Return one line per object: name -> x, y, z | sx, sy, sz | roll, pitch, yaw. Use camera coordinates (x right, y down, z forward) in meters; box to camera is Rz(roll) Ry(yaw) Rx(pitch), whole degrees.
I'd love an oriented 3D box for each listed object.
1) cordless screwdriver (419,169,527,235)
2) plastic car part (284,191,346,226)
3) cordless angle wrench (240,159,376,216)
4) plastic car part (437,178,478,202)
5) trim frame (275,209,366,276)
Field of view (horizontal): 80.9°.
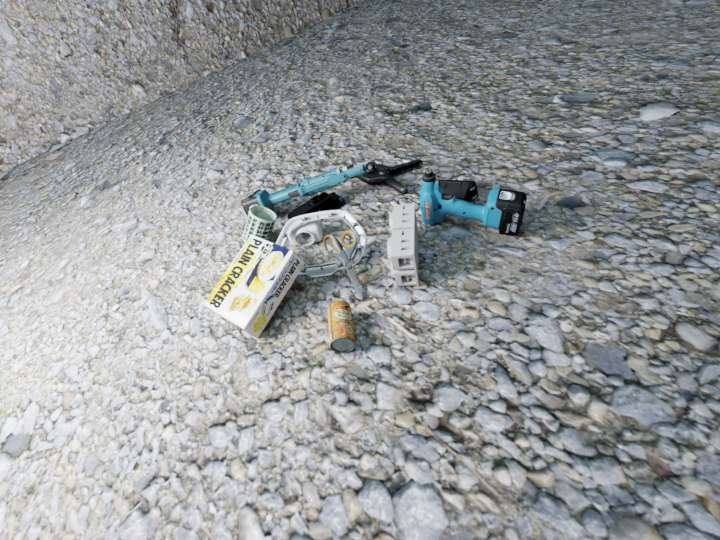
cordless screwdriver -> 0.270, -0.172, 1.043 | 0.259, 0.152, 0.074 | 10, 47, 25
plastic car part -> -0.141, -0.182, 1.267 | 0.201, 0.064, 0.070 | -37, 53, -17
cordless angle wrench -> -0.154, -0.248, 1.255 | 0.434, 0.072, 0.099 | -15, 24, 20
plastic car part -> 0.253, -0.206, 1.160 | 0.122, 0.062, 0.071 | 9, 62, 31
trim frame -> -0.109, -0.071, 1.117 | 0.252, 0.026, 0.188 | -7, 71, 9
